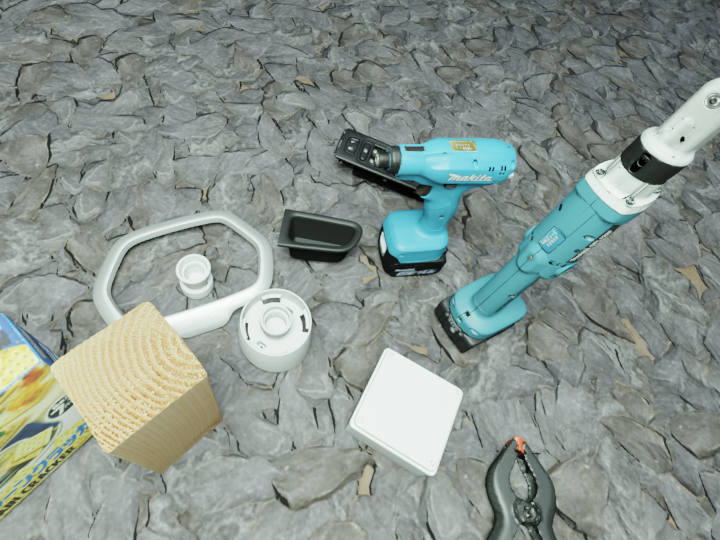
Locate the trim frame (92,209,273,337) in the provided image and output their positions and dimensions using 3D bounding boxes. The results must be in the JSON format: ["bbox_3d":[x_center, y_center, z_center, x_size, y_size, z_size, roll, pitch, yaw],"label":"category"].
[{"bbox_3d":[-0.245,0.002,0.598,0.243,0.027,0.191,-19,63,-19],"label":"trim frame"}]

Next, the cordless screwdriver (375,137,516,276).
[{"bbox_3d":[0.074,-0.079,0.566,0.156,0.245,0.077,0,61,-13],"label":"cordless screwdriver"}]

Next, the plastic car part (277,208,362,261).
[{"bbox_3d":[-0.061,-0.040,0.625,0.116,0.070,0.067,10,59,-4],"label":"plastic car part"}]

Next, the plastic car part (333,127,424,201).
[{"bbox_3d":[0.053,-0.168,0.722,0.205,0.066,0.067,21,58,4],"label":"plastic car part"}]

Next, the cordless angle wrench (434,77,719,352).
[{"bbox_3d":[0.201,-0.022,0.449,0.096,0.417,0.077,-20,68,-23],"label":"cordless angle wrench"}]
